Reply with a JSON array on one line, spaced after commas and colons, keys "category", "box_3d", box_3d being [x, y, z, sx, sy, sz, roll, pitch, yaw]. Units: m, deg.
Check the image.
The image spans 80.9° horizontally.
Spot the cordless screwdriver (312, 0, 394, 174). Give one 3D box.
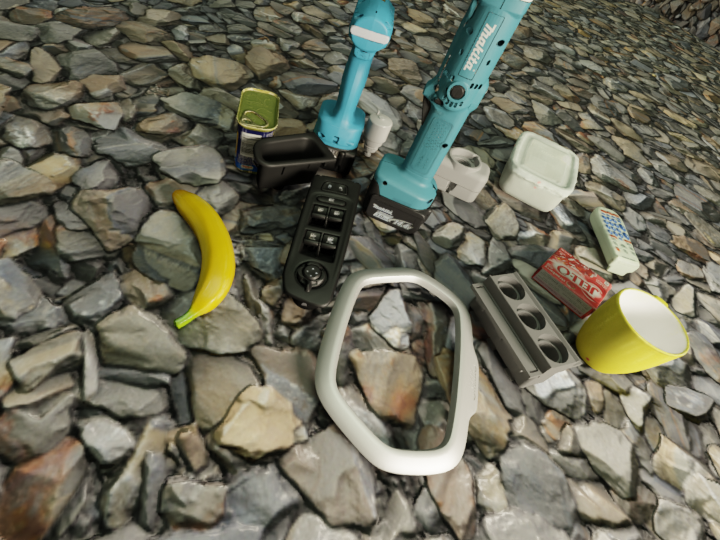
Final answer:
[{"category": "cordless screwdriver", "box_3d": [-0.012, -0.277, 0.625, 0.073, 0.246, 0.163, 16, 47, -9]}]

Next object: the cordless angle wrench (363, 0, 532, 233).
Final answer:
[{"category": "cordless angle wrench", "box_3d": [0.114, -0.218, 0.496, 0.098, 0.418, 0.075, 26, 47, 0]}]

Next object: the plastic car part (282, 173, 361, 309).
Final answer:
[{"category": "plastic car part", "box_3d": [-0.051, -0.033, 0.521, 0.066, 0.066, 0.207, 16, 47, -7]}]

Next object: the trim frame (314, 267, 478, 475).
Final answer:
[{"category": "trim frame", "box_3d": [0.048, 0.092, 0.468, 0.184, 0.027, 0.252, 19, 47, -1]}]

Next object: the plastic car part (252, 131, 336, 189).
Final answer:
[{"category": "plastic car part", "box_3d": [-0.105, -0.148, 0.602, 0.113, 0.070, 0.069, -19, 60, -31]}]
